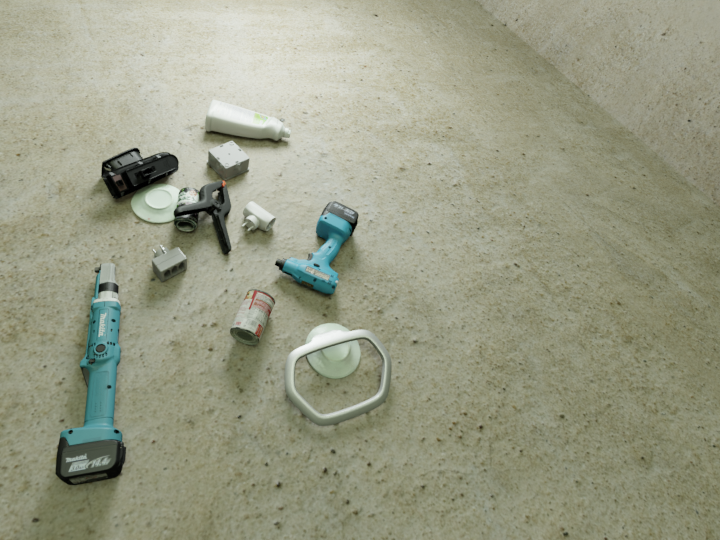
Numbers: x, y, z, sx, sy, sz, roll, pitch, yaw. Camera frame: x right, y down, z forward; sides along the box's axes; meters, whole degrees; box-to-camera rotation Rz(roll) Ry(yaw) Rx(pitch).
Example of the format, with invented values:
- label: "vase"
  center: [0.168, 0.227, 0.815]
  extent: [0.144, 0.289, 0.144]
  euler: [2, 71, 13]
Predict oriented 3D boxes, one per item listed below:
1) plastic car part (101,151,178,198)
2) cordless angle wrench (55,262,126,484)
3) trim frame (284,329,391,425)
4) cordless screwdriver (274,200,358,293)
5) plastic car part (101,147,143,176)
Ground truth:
- label: "plastic car part"
  center: [-0.542, -0.254, 1.073]
  extent: [0.200, 0.070, 0.064]
  euler: [-47, 116, -47]
- label: "cordless angle wrench"
  center: [-0.493, 0.161, 0.805]
  extent: [0.095, 0.073, 0.440]
  euler: [-3, 54, -21]
- label: "trim frame"
  center: [-0.043, 0.218, 0.900]
  extent: [0.242, 0.027, 0.189]
  euler: [-15, 72, -21]
- label: "cordless screwdriver"
  center: [-0.106, -0.069, 1.081]
  extent: [0.159, 0.073, 0.251]
  euler: [21, 56, -1]
- label: "plastic car part"
  center: [-0.598, -0.265, 1.093]
  extent: [0.071, 0.067, 0.115]
  euler: [47, 51, -3]
